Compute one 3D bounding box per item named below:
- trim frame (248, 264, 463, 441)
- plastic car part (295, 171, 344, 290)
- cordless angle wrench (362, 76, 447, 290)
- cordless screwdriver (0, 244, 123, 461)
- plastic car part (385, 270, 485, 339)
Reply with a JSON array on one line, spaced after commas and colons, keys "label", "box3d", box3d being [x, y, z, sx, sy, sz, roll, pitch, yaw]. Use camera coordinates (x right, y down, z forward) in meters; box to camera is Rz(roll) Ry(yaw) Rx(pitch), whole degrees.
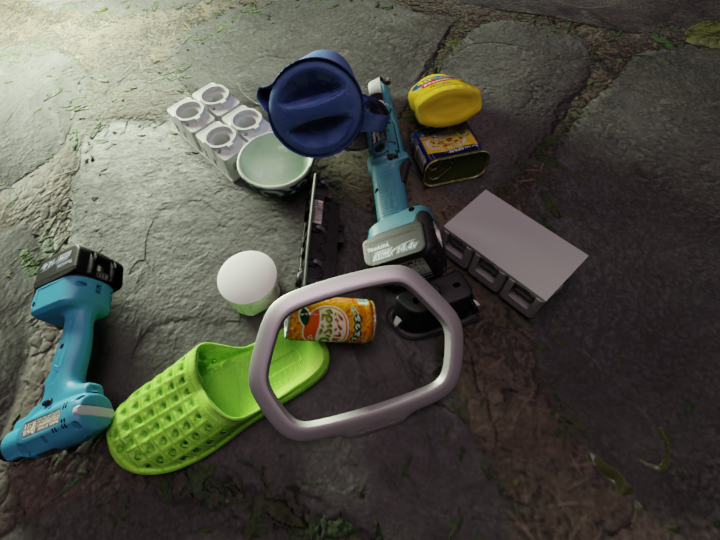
[{"label": "trim frame", "box3d": [-0.003, 0.095, 0.474, 0.246, 0.028, 0.184, -16, 90, -8]}, {"label": "plastic car part", "box3d": [-0.059, -0.039, 0.603, 0.065, 0.067, 0.207, 17, 56, -16]}, {"label": "cordless angle wrench", "box3d": [0.043, -0.173, 0.659, 0.100, 0.070, 0.437, -20, 51, 20]}, {"label": "cordless screwdriver", "box3d": [-0.383, 0.101, 0.536, 0.162, 0.070, 0.259, -26, 57, 15]}, {"label": "plastic car part", "box3d": [0.092, 0.038, 0.528, 0.115, 0.068, 0.069, -18, 57, -10]}]
